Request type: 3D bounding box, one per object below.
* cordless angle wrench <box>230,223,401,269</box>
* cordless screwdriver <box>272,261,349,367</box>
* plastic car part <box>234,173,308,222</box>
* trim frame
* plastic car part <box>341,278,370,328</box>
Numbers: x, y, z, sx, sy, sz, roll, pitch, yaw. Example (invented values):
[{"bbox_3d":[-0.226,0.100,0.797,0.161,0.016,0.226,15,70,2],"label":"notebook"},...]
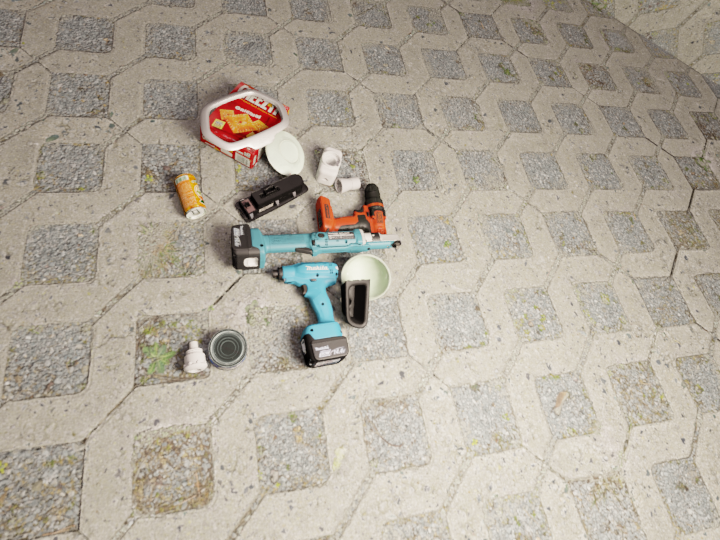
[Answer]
[{"bbox_3d":[-0.102,-0.066,1.039,0.415,0.073,0.102,-4,50,-13],"label":"cordless angle wrench"},{"bbox_3d":[-0.118,0.095,0.983,0.155,0.074,0.257,-2,62,-16],"label":"cordless screwdriver"},{"bbox_3d":[-0.227,-0.203,1.110,0.198,0.066,0.069,-30,71,-28],"label":"plastic car part"},{"bbox_3d":[-0.307,-0.400,1.122,0.244,0.027,0.189,-35,76,-29],"label":"trim frame"},{"bbox_3d":[-0.021,0.073,1.006,0.064,0.074,0.115,-2,101,-25],"label":"plastic car part"}]
